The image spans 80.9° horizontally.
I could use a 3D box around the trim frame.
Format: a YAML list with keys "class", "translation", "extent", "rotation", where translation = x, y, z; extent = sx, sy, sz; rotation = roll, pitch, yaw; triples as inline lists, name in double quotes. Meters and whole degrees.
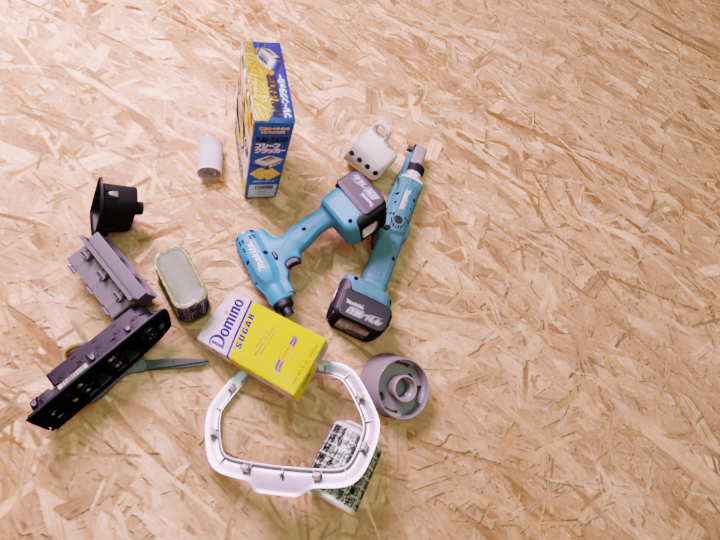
- class: "trim frame"
  translation: [-0.099, 0.208, 0.587]
  extent: [0.253, 0.026, 0.188]
  rotation: [1, 54, 9]

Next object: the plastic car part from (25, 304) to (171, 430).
- class: "plastic car part"
  translation: [-0.353, 0.120, 0.582]
  extent: [0.070, 0.064, 0.200]
  rotation: [35, 64, 29]

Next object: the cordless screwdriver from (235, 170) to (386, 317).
- class: "cordless screwdriver"
  translation: [-0.068, -0.044, 0.692]
  extent: [0.247, 0.072, 0.165]
  rotation: [-31, 67, -6]

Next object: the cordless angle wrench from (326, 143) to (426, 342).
- class: "cordless angle wrench"
  translation: [0.057, -0.079, 0.775]
  extent: [0.098, 0.074, 0.426]
  rotation: [23, 61, -3]

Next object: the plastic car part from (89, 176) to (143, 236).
- class: "plastic car part"
  translation: [-0.382, -0.095, 0.666]
  extent: [0.067, 0.119, 0.068]
  rotation: [-2, 67, -42]
